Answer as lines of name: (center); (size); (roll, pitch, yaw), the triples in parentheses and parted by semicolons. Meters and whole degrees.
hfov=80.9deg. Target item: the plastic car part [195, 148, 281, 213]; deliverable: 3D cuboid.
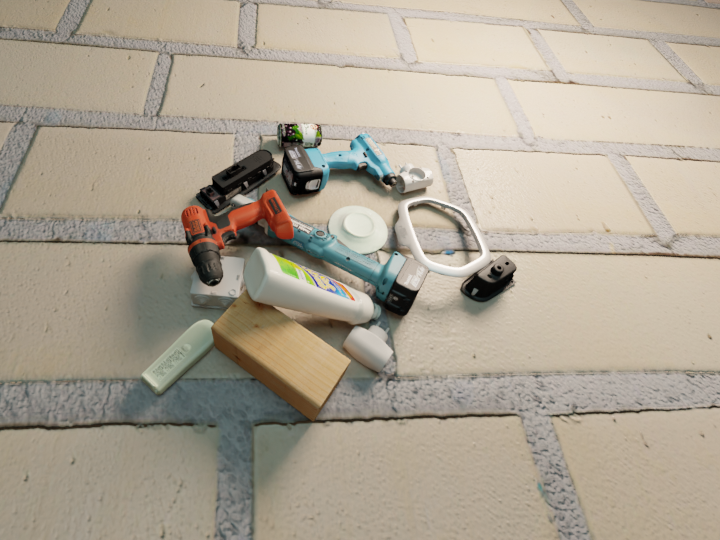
plastic car part: (-0.262, -0.208, 0.923); (0.069, 0.065, 0.199); (36, 56, 22)

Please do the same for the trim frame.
trim frame: (0.167, -0.077, 0.888); (0.181, 0.027, 0.258); (-1, 47, -10)

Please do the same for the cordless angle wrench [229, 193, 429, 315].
cordless angle wrench: (-0.082, -0.053, 0.834); (0.435, 0.073, 0.097); (26, 43, 14)

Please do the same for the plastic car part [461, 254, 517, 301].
plastic car part: (0.264, 0.010, 0.840); (0.114, 0.070, 0.069); (-28, 65, -28)

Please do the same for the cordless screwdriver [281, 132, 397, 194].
cordless screwdriver: (-0.045, -0.229, 0.960); (0.242, 0.073, 0.166); (-19, 61, -24)
